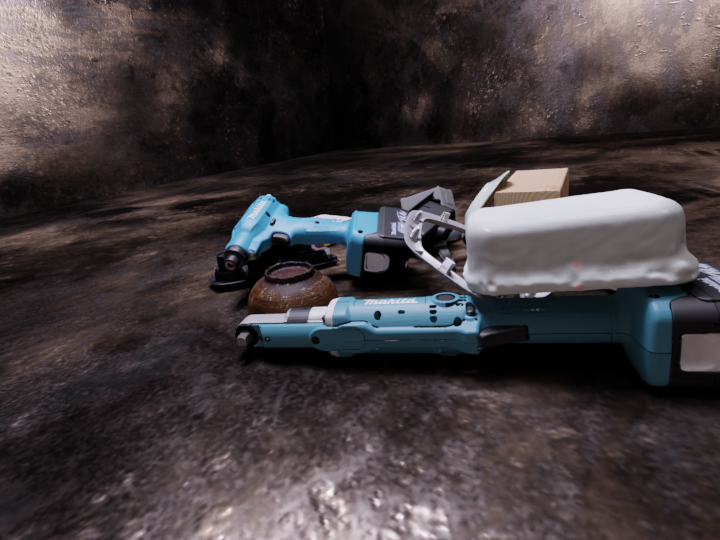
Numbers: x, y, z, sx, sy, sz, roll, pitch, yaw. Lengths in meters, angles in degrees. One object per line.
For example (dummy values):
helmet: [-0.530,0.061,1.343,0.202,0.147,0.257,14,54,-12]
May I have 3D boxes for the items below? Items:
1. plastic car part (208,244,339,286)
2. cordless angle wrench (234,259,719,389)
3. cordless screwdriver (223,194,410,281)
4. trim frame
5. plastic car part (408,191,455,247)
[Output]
plastic car part: [-0.139,-0.019,0.664,0.198,0.065,0.070,-17,26,-19]
cordless angle wrench: [0.081,0.050,0.386,0.434,0.073,0.097,-3,18,16]
cordless screwdriver: [-0.058,-0.038,0.588,0.253,0.072,0.161,8,37,9]
trim frame: [0.141,-0.021,0.524,0.186,0.027,0.248,26,23,2]
plastic car part: [0.112,-0.070,0.681,0.075,0.063,0.114,18,43,38]
